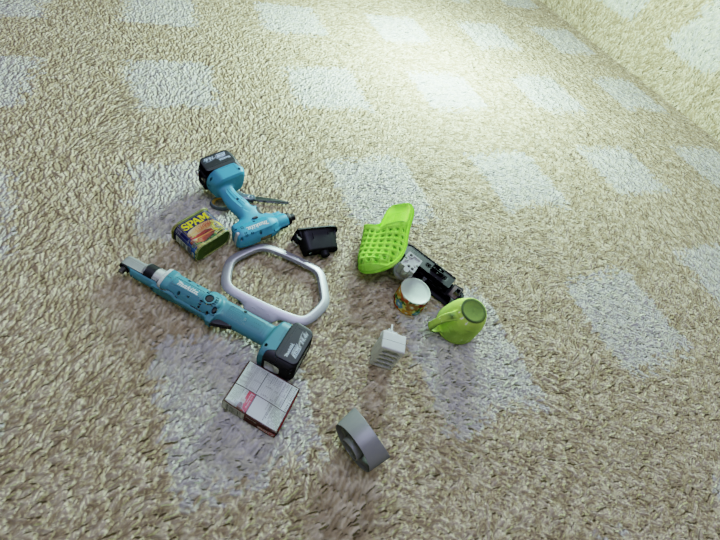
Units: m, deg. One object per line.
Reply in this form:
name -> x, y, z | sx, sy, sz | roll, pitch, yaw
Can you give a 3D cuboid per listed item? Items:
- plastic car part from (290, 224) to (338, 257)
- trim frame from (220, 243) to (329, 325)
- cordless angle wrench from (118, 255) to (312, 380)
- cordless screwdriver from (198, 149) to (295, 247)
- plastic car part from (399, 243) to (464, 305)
plastic car part -> -0.099, -0.065, 1.010 | 0.113, 0.066, 0.073 | -6, 70, -23
trim frame -> -0.185, 0.029, 0.931 | 0.250, 0.027, 0.185 | 23, 50, 2
cordless angle wrench -> -0.300, 0.073, 0.842 | 0.431, 0.073, 0.098 | 26, 50, 10
cordless screwdriver -> -0.279, -0.180, 1.024 | 0.155, 0.074, 0.257 | -26, 70, -29
plastic car part -> 0.160, 0.004, 1.017 | 0.210, 0.065, 0.065 | 37, 60, 18
